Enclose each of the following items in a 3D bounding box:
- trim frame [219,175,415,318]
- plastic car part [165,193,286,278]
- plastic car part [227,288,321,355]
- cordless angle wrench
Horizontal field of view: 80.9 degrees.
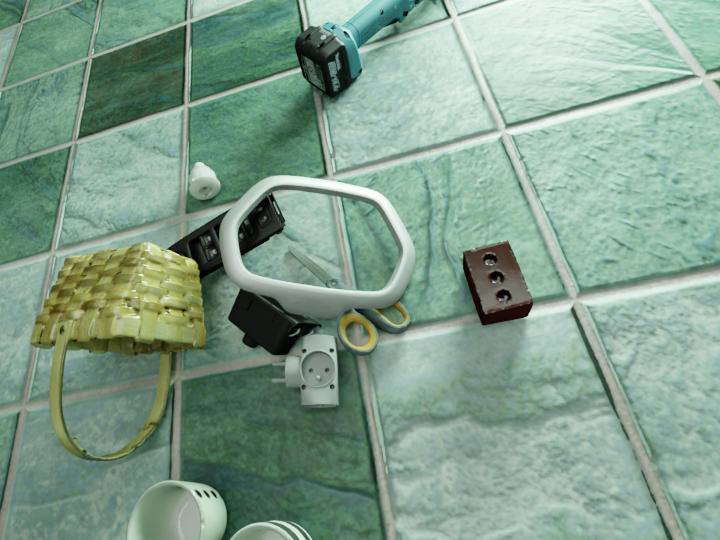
[{"bbox_3d":[-0.052,-0.034,0.531,0.245,0.027,0.188,7,66,-7],"label":"trim frame"},{"bbox_3d":[-0.196,-0.037,0.597,0.204,0.065,0.067,-27,82,7],"label":"plastic car part"},{"bbox_3d":[-0.121,0.067,0.539,0.122,0.063,0.071,25,89,27],"label":"plastic car part"},{"bbox_3d":[0.074,-0.457,0.703,0.421,0.094,0.077,-44,68,-10],"label":"cordless angle wrench"}]
